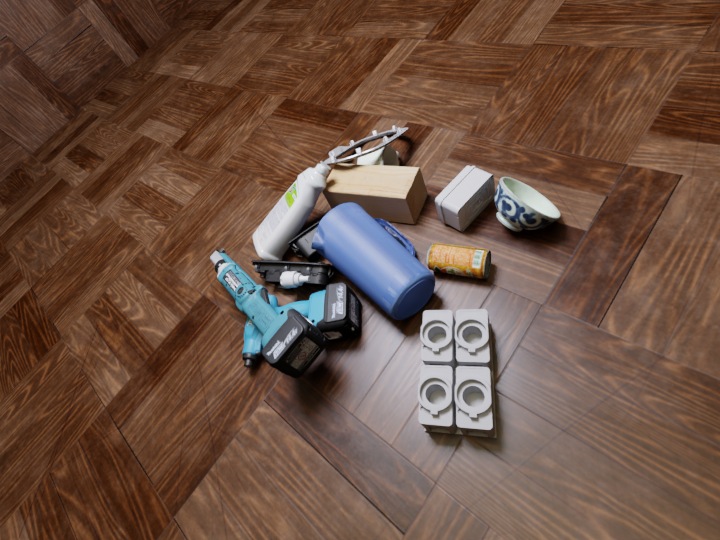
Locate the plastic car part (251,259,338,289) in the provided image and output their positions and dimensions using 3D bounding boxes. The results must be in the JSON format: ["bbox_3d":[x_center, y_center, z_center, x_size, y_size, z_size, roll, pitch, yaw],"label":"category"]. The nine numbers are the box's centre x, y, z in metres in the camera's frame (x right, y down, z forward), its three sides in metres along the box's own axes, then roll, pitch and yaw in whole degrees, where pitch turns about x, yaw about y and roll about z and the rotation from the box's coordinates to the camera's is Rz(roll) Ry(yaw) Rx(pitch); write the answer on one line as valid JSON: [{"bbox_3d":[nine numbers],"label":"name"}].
[{"bbox_3d":[-0.146,0.008,0.928,0.210,0.063,0.068,-2,67,25],"label":"plastic car part"}]

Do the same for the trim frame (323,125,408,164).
[{"bbox_3d":[0.010,-0.307,1.027,0.192,0.027,0.245,-4,30,38],"label":"trim frame"}]

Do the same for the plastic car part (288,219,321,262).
[{"bbox_3d":[-0.094,-0.061,0.958,0.116,0.063,0.074,-34,65,-4],"label":"plastic car part"}]

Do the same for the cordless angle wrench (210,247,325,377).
[{"bbox_3d":[-0.226,0.053,0.865,0.098,0.070,0.448,-50,44,-5],"label":"cordless angle wrench"}]

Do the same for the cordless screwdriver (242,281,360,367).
[{"bbox_3d":[-0.126,0.111,0.842,0.257,0.070,0.163,-9,55,25],"label":"cordless screwdriver"}]
